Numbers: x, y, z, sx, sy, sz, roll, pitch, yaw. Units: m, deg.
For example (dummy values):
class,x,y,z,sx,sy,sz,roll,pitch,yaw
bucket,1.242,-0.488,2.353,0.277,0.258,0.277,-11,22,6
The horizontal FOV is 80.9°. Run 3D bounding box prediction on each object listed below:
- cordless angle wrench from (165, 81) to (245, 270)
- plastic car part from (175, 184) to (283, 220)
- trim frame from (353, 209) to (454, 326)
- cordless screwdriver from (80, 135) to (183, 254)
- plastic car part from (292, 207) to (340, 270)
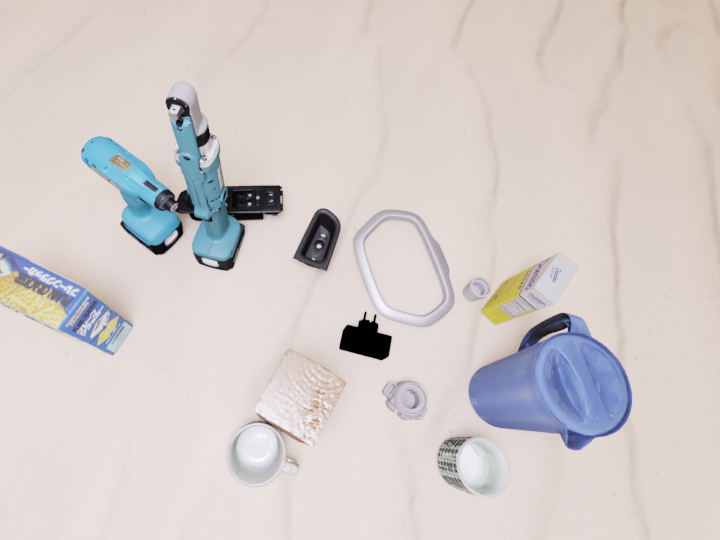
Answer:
class,x,y,z,sx,sy,sz,roll,pitch,yaw
cordless angle wrench,-0.227,-0.116,0.626,0.074,0.419,0.099,15,67,-6
plastic car part,-0.252,-0.128,0.820,0.200,0.066,0.068,0,68,-8
trim frame,0.088,-0.009,0.832,0.181,0.027,0.256,-15,69,-13
cordless screwdriver,-0.348,-0.101,0.699,0.161,0.246,0.074,36,67,4
plastic car part,-0.079,-0.052,0.806,0.066,0.070,0.117,21,66,-1
